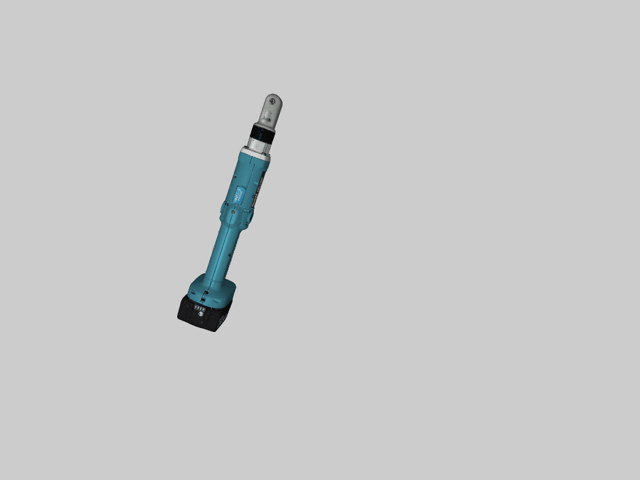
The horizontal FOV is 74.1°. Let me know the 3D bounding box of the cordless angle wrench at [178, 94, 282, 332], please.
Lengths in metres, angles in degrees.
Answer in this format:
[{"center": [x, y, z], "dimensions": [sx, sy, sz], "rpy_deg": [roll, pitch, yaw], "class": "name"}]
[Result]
[{"center": [-0.147, -0.048, 0.747], "dimensions": [0.074, 0.423, 0.098], "rpy_deg": [20, 10, 0], "class": "cordless angle wrench"}]
